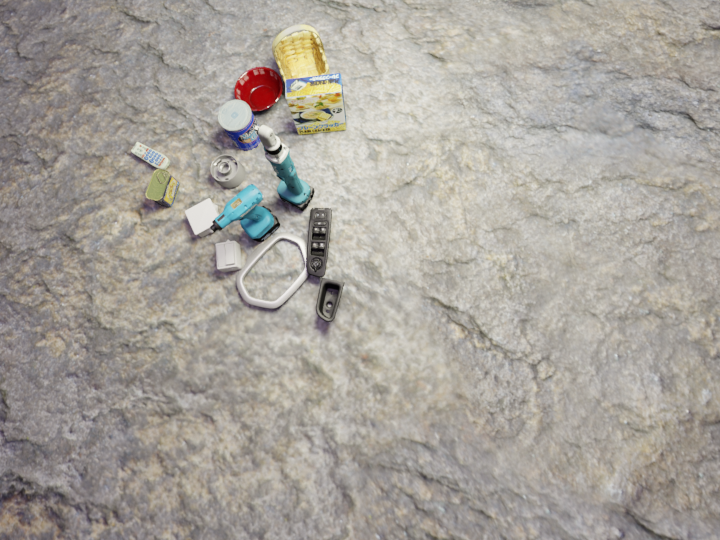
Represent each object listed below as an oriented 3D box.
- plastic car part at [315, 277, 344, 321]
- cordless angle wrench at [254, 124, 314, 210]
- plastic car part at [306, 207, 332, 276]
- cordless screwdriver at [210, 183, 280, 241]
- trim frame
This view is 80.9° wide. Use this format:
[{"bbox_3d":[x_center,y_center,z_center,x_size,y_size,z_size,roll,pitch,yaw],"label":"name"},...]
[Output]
[{"bbox_3d":[-0.088,0.087,1.194,0.067,0.069,0.117,12,79,7],"label":"plastic car part"},{"bbox_3d":[-0.200,-0.266,1.114,0.100,0.414,0.074,29,82,7],"label":"cordless angle wrench"},{"bbox_3d":[-0.121,-0.079,1.239,0.067,0.065,0.205,3,78,5],"label":"plastic car part"},{"bbox_3d":[-0.320,-0.140,1.187,0.159,0.244,0.076,-41,81,-5],"label":"cordless screwdriver"},{"bbox_3d":[-0.257,-0.002,1.258,0.189,0.027,0.248,40,84,14],"label":"trim frame"}]
